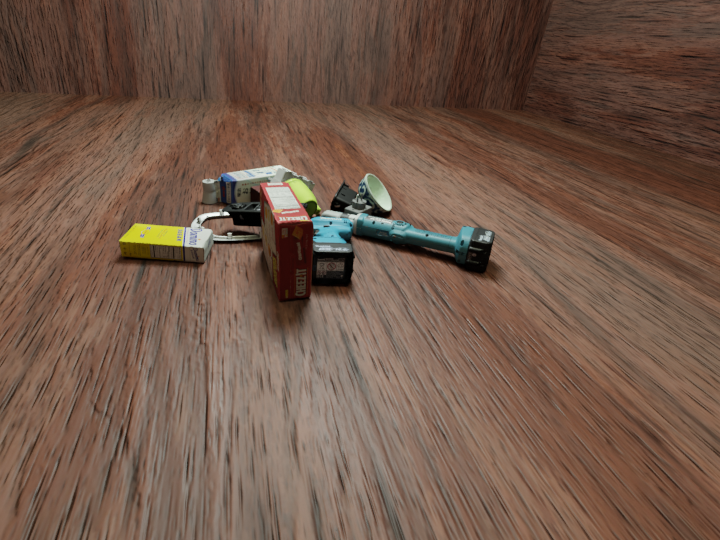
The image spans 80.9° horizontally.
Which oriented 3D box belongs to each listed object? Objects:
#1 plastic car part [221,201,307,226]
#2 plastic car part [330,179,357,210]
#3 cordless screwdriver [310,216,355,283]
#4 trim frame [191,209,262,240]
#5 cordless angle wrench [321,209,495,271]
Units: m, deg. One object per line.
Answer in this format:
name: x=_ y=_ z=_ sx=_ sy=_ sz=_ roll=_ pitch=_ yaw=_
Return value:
plastic car part: x=-0.229 y=-0.133 z=1.010 sx=0.208 sy=0.065 sz=0.067 roll=7 pitch=37 yaw=12
plastic car part: x=-0.041 y=-0.203 z=1.222 sx=0.071 sy=0.065 sz=0.118 roll=20 pitch=33 yaw=-2
cordless screwdriver: x=-0.092 y=-0.060 z=0.945 sx=0.159 sy=0.073 sz=0.255 roll=2 pitch=26 yaw=-4
trim frame: x=-0.299 y=-0.121 z=1.069 sx=0.243 sy=0.027 sz=0.193 roll=-6 pitch=30 yaw=-15
cordless angle wrench: x=0.096 y=-0.094 z=1.032 sx=0.439 sy=0.072 sz=0.096 roll=14 pitch=30 yaw=22
